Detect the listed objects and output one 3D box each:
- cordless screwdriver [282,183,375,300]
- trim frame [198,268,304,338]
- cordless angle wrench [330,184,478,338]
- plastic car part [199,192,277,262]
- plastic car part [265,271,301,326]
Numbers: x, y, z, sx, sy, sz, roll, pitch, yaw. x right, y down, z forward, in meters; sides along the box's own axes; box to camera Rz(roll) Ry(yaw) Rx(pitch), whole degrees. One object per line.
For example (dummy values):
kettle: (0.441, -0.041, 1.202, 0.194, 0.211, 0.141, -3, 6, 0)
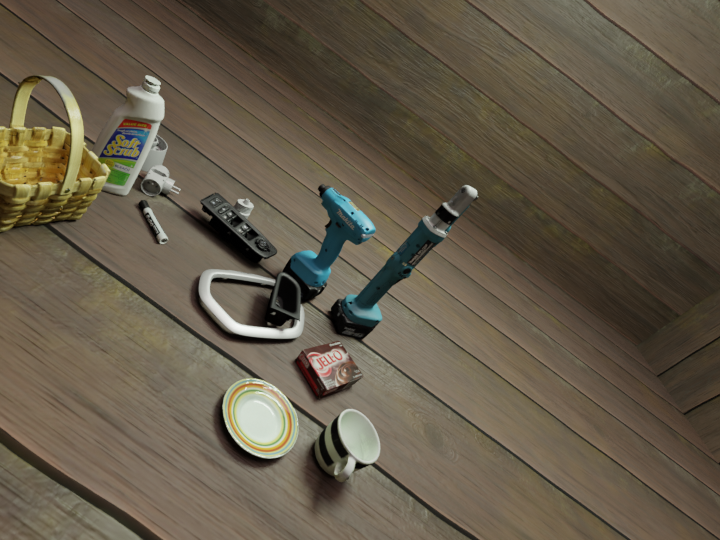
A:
cordless screwdriver: (-0.093, -0.061, 0.952, 0.165, 0.250, 0.071, 49, 28, 17)
trim frame: (-0.213, 0.064, 0.855, 0.235, 0.027, 0.193, 10, 37, -43)
cordless angle wrench: (0.089, -0.015, 0.903, 0.093, 0.425, 0.078, 21, 33, -34)
plastic car part: (-0.283, -0.087, 0.967, 0.204, 0.067, 0.066, 39, 26, 2)
plastic car part: (-0.164, 0.067, 0.861, 0.064, 0.071, 0.120, 28, 28, -22)
